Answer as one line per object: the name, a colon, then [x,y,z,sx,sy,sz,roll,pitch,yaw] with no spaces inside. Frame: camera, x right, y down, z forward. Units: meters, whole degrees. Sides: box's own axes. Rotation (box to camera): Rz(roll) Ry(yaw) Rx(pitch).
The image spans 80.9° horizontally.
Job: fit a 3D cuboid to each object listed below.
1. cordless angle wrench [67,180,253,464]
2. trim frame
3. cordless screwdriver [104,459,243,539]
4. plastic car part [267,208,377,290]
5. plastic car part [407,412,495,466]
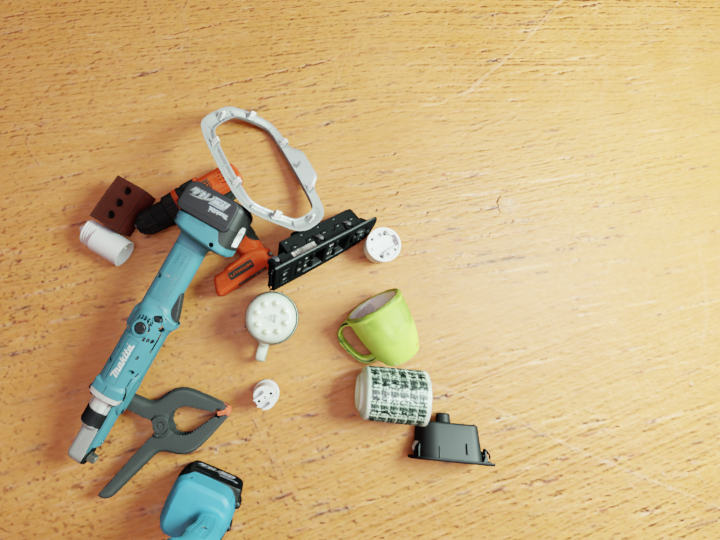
cordless angle wrench: [-0.297,0.078,0.599,0.099,0.074,0.423,29,88,4]
trim frame: [-0.145,-0.165,0.655,0.028,0.176,0.256,-45,69,34]
cordless screwdriver: [-0.222,0.312,0.512,0.157,0.251,0.074,25,81,-9]
plastic car part: [-0.065,-0.042,0.664,0.198,0.065,0.070,-26,59,-24]
plastic car part: [0.134,0.257,0.647,0.117,0.065,0.072,9,66,-1]
